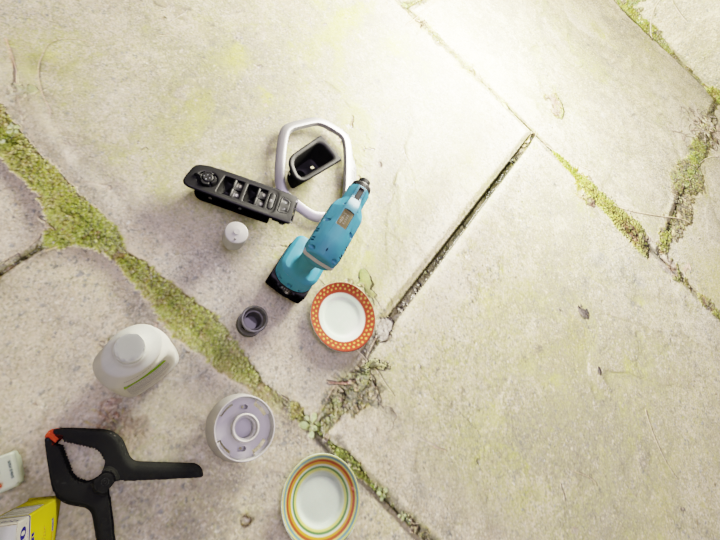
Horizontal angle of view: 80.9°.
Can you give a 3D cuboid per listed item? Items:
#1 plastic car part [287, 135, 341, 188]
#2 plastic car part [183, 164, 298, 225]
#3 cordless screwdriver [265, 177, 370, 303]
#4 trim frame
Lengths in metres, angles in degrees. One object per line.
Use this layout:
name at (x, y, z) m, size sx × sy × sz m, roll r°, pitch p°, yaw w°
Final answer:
plastic car part at (-0.107, -0.205, 0.844) m, size 0.066 × 0.072 × 0.115 m, roll 49°, pitch 60°, yaw -1°
plastic car part at (-0.220, -0.135, 0.773) m, size 0.198 × 0.068 × 0.067 m, roll 21°, pitch 64°, yaw -13°
cordless screwdriver at (-0.067, -0.044, 0.690) m, size 0.073 × 0.252 × 0.159 m, roll 34°, pitch 61°, yaw -11°
trim frame at (-0.089, -0.213, 0.879) m, size 0.178 × 0.028 × 0.254 m, roll 7°, pitch 67°, yaw -19°
